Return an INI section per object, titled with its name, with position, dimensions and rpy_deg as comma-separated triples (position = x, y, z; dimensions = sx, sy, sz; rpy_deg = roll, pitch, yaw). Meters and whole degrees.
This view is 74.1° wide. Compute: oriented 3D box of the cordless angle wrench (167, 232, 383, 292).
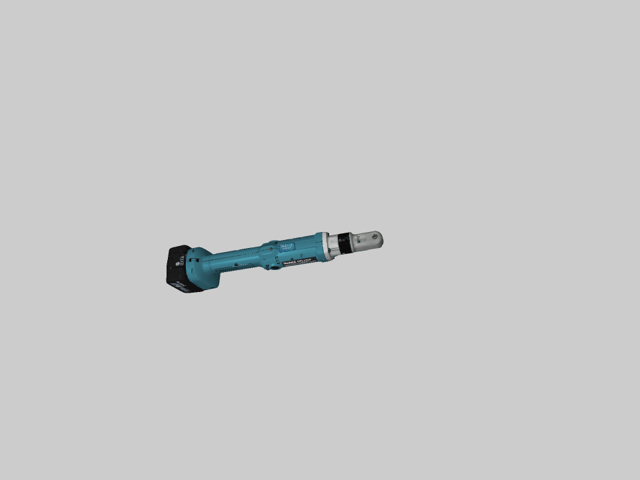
[cordless angle wrench]
position = -0.090, 0.031, 0.824
dimensions = 0.423, 0.074, 0.098
rpy_deg = -10, -26, 11
